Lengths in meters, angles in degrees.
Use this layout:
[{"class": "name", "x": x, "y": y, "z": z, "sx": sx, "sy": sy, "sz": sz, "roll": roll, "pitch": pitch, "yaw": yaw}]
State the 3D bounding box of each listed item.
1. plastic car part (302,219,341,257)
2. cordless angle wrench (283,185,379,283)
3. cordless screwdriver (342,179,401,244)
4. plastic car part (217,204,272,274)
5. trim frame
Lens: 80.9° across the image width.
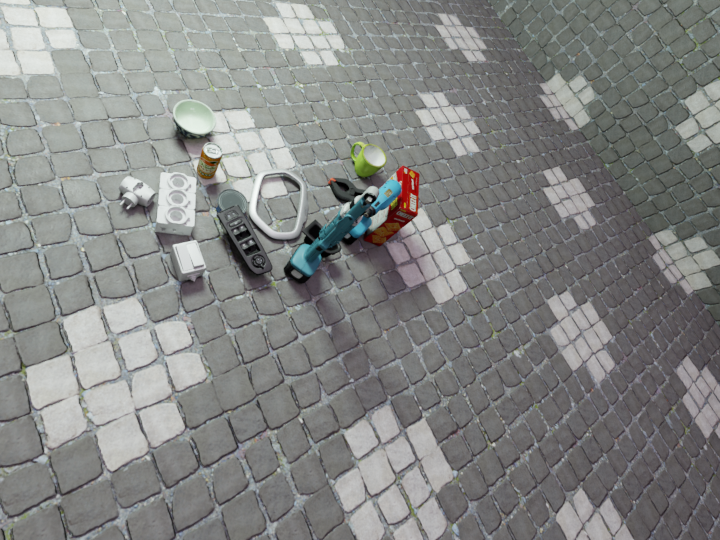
[{"class": "plastic car part", "x": -0.120, "y": -0.079, "z": 1.232, "sx": 0.116, "sy": 0.072, "sz": 0.065, "roll": 46, "pitch": 53, "yaw": -1}, {"class": "cordless angle wrench", "x": -0.072, "y": -0.087, "z": 1.039, "sx": 0.073, "sy": 0.429, "sz": 0.098, "roll": 37, "pitch": 54, "yaw": -12}, {"class": "cordless screwdriver", "x": 0.008, "y": -0.155, "z": 1.227, "sx": 0.074, "sy": 0.252, "sz": 0.157, "roll": 46, "pitch": 53, "yaw": -5}, {"class": "plastic car part", "x": -0.311, "y": -0.071, "z": 1.131, "sx": 0.064, "sy": 0.068, "sz": 0.206, "roll": -28, "pitch": 80, "yaw": -36}, {"class": "trim frame", "x": -0.238, "y": -0.202, "z": 1.263, "sx": 0.178, "sy": 0.028, "sz": 0.254, "roll": 15, "pitch": 59, "yaw": -20}]
